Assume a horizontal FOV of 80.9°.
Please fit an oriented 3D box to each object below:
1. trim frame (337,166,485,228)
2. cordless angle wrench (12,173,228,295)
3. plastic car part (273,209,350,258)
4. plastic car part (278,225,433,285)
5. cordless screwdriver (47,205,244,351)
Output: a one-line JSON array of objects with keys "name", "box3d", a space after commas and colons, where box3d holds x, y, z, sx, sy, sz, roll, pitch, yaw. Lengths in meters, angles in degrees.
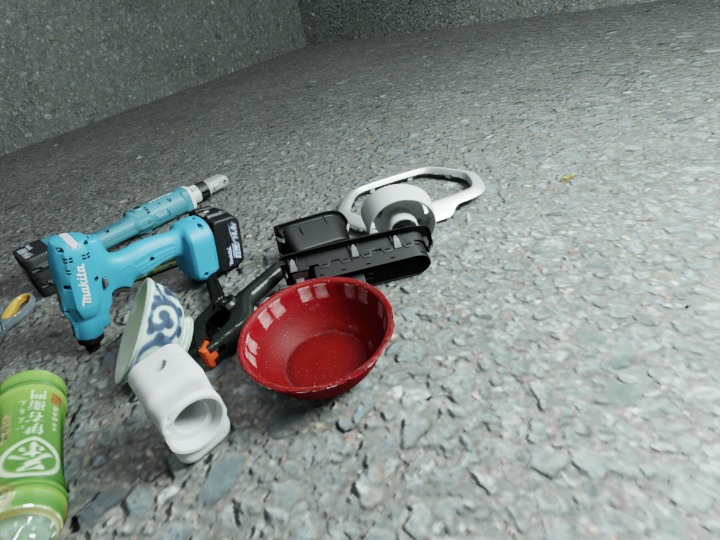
[{"name": "trim frame", "box3d": [0.080, -0.124, 0.706, 0.246, 0.026, 0.193, -18, 32, -9]}, {"name": "cordless angle wrench", "box3d": [-0.435, -0.100, 0.837, 0.103, 0.071, 0.415, 18, 44, 38]}, {"name": "plastic car part", "box3d": [-0.061, -0.040, 0.621, 0.115, 0.063, 0.074, -17, 48, -10]}, {"name": "plastic car part", "box3d": [0.002, -0.008, 0.542, 0.202, 0.063, 0.070, -17, 43, -3]}, {"name": "cordless screwdriver", "box3d": [-0.287, 0.003, 0.597, 0.079, 0.155, 0.240, 22, 32, 38]}]
